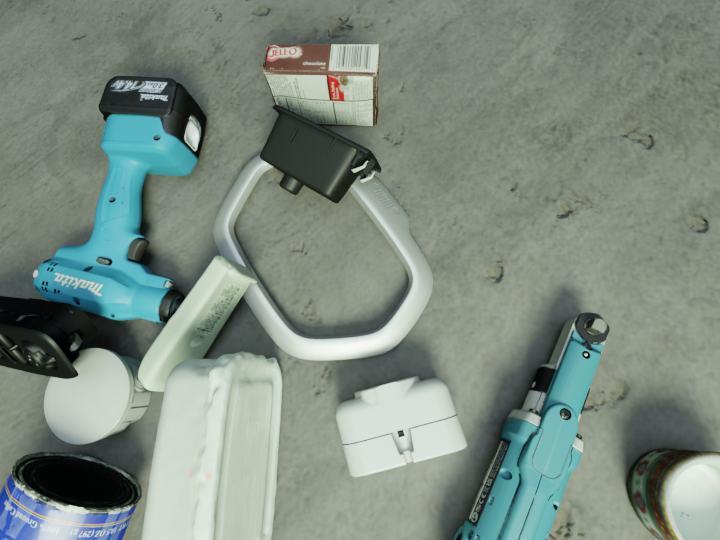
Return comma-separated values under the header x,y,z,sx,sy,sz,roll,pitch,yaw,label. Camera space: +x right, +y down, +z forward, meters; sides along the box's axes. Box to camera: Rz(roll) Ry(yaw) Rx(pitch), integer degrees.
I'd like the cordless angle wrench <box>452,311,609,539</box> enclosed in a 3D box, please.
x,y,z,sx,sy,sz,roll,pitch,yaw,label
0.094,0.216,0.306,0.076,0.095,0.423,27,74,11,cordless angle wrench

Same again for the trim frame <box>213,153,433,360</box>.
x,y,z,sx,sy,sz,roll,pitch,yaw,label
-0.042,-0.027,0.427,0.183,0.027,0.257,-36,70,-4,trim frame

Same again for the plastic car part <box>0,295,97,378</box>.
x,y,z,sx,sy,sz,roll,pitch,yaw,label
-0.316,0.057,0.395,0.212,0.064,0.066,4,32,31,plastic car part

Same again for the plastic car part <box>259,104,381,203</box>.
x,y,z,sx,sy,sz,roll,pitch,yaw,label
-0.049,-0.106,0.417,0.120,0.064,0.071,29,92,17,plastic car part

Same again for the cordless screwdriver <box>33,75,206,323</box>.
x,y,z,sx,sy,sz,roll,pitch,yaw,label
-0.221,-0.073,0.441,0.162,0.072,0.250,11,78,9,cordless screwdriver
